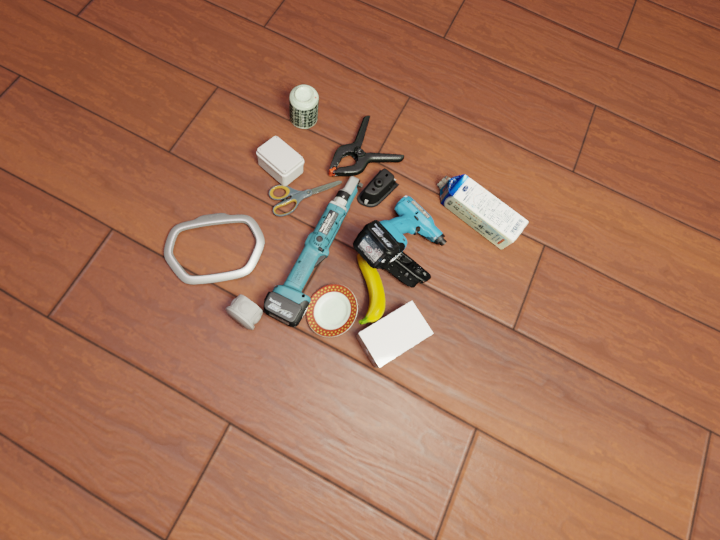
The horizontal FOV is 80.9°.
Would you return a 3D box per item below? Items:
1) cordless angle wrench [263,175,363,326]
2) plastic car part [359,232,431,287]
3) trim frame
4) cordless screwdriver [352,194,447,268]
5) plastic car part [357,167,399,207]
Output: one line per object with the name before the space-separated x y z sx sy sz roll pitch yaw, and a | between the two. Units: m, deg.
cordless angle wrench | -0.103 -0.067 1.051 0.099 0.073 0.424 25 70 3
plastic car part | 0.078 -0.025 1.046 0.207 0.065 0.067 34 112 10
trim frame | -0.364 -0.060 1.056 0.247 0.027 0.188 -10 74 -4
cordless screwdriver | 0.105 -0.081 1.018 0.162 0.074 0.243 45 44 9
plastic car part | 0.048 -0.221 1.106 0.067 0.070 0.116 40 71 8
